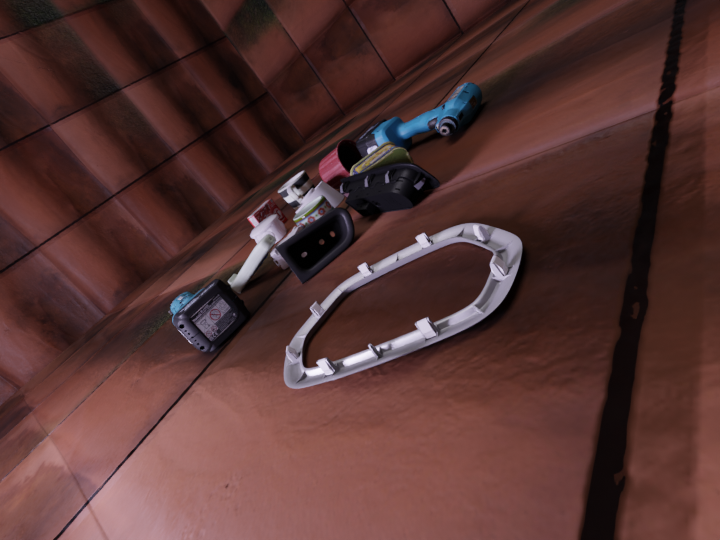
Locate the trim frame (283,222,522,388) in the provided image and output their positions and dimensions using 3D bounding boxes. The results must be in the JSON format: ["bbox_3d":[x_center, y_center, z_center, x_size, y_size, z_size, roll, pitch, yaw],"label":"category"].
[{"bbox_3d":[0.024,0.027,0.387,0.255,0.026,0.186,-25,25,28],"label":"trim frame"}]

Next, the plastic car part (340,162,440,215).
[{"bbox_3d":[0.028,-0.117,0.632,0.067,0.064,0.211,-56,25,-19],"label":"plastic car part"}]

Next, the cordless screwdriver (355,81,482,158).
[{"bbox_3d":[0.100,-0.266,0.816,0.259,0.072,0.158,-12,32,44],"label":"cordless screwdriver"}]

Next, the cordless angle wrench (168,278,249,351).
[{"bbox_3d":[-0.319,0.073,0.804,0.097,0.072,0.438,-46,19,-23],"label":"cordless angle wrench"}]

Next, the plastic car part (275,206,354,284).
[{"bbox_3d":[-0.062,-0.041,0.638,0.116,0.066,0.072,-37,4,-8],"label":"plastic car part"}]
